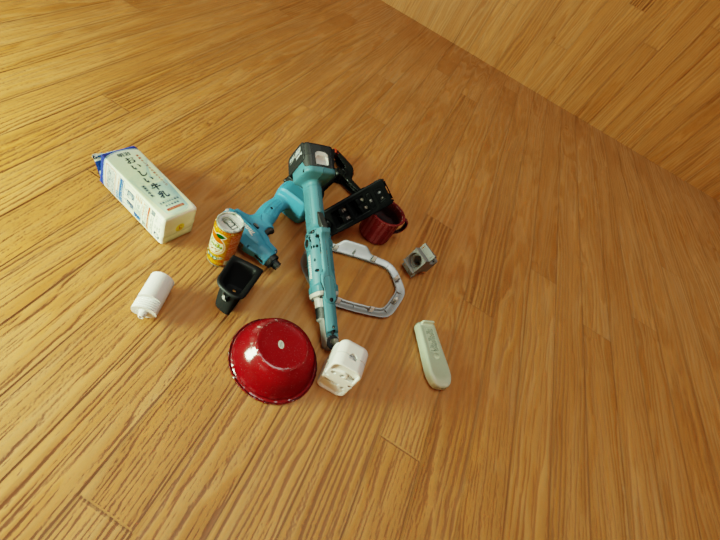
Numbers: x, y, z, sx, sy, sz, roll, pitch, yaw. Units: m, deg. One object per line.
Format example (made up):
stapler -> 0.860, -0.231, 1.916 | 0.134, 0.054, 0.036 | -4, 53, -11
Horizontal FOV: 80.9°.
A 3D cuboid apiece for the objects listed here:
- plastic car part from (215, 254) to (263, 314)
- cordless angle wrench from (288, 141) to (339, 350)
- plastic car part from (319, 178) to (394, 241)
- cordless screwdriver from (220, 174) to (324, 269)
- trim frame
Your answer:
plastic car part -> -0.230, 0.035, 0.763 | 0.065, 0.070, 0.118 | 25, 29, -7
cordless angle wrench -> -0.083, -0.054, 0.852 | 0.071, 0.100, 0.432 | 4, 68, -30
plastic car part -> -0.032, -0.140, 0.965 | 0.203, 0.063, 0.070 | -32, 33, -2
cordless screwdriver -> -0.171, -0.112, 0.924 | 0.162, 0.074, 0.245 | 41, 49, 7
trim frame -> -0.013, 0.011, 0.924 | 0.243, 0.027, 0.189 | 15, 46, -12
